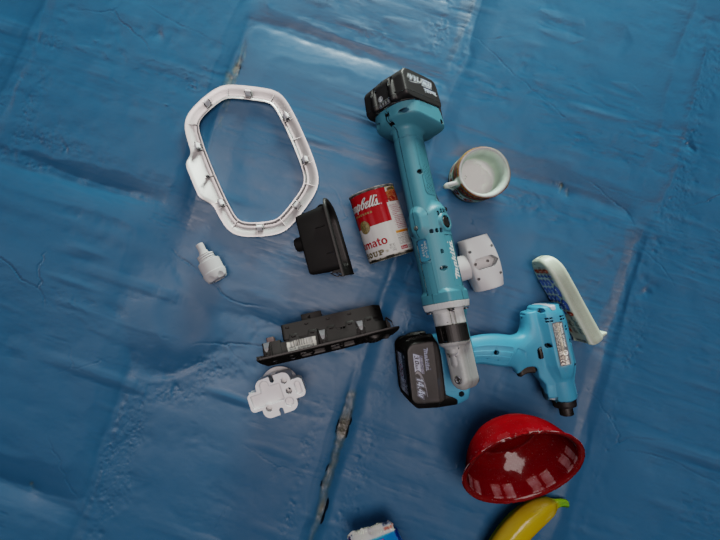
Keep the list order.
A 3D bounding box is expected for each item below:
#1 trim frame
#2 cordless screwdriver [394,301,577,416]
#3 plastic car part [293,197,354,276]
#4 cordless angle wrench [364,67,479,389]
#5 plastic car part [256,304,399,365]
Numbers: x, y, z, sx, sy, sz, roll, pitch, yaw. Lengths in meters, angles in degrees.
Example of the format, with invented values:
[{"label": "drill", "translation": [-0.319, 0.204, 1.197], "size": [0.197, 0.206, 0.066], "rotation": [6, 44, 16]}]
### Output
[{"label": "trim frame", "translation": [-0.171, -0.171, 0.646], "size": [0.184, 0.027, 0.249], "rotation": [-23, 88, 0]}, {"label": "cordless screwdriver", "translation": [0.181, 0.144, 0.597], "size": [0.247, 0.074, 0.160], "rotation": [-10, 87, -5]}, {"label": "plastic car part", "translation": [-0.061, -0.040, 0.623], "size": [0.072, 0.064, 0.118], "rotation": [-20, 84, 11]}, {"label": "cordless angle wrench", "translation": [0.093, -0.060, 0.568], "size": [0.093, 0.077, 0.429], "rotation": [1, 74, -43]}, {"label": "plastic car part", "translation": [-0.048, 0.091, 0.612], "size": [0.203, 0.064, 0.069], "rotation": [-9, 62, 1]}]
